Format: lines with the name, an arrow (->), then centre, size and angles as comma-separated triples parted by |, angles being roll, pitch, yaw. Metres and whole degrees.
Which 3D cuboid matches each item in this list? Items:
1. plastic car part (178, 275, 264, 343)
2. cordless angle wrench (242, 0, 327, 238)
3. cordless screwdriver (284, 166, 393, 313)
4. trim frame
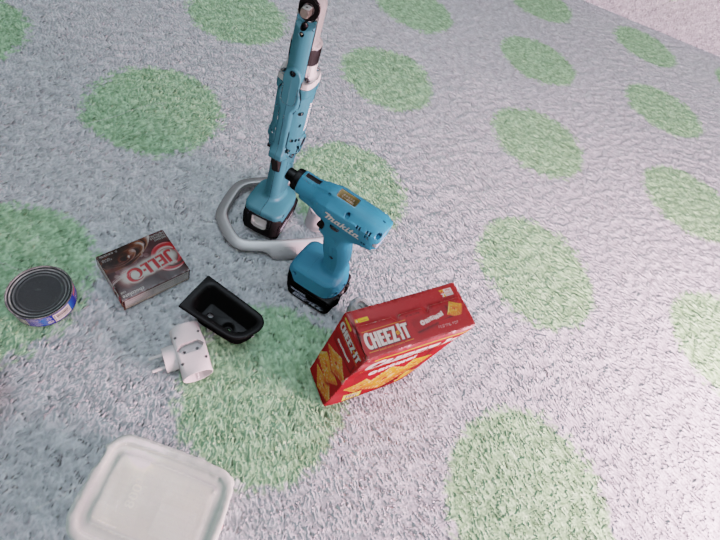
plastic car part -> -0.206, 0.075, 0.641 | 0.118, 0.070, 0.065 | 34, 55, 6
cordless angle wrench -> -0.111, -0.202, 0.634 | 0.074, 0.420, 0.098 | 28, 55, -2
cordless screwdriver -> -0.063, -0.041, 0.647 | 0.161, 0.247, 0.074 | 36, 55, 5
trim frame -> -0.147, -0.105, 0.800 | 0.242, 0.027, 0.191 | -4, 59, -18
